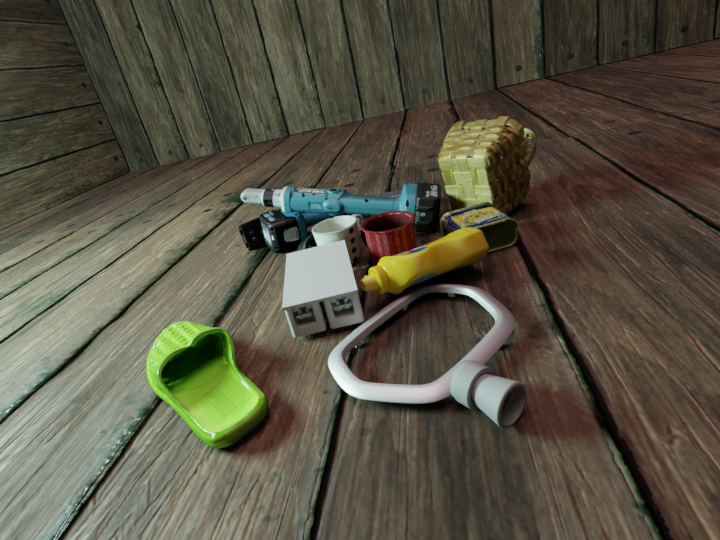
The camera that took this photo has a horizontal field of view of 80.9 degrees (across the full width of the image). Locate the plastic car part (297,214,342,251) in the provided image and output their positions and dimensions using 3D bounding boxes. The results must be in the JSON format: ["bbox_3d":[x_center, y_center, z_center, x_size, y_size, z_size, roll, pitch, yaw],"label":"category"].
[{"bbox_3d":[-0.084,-0.055,0.854,0.114,0.065,0.074,-33,15,-27],"label":"plastic car part"}]

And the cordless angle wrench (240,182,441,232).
[{"bbox_3d":[-0.053,-0.144,0.884,0.433,0.072,0.098,6,32,13],"label":"cordless angle wrench"}]

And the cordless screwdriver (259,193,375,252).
[{"bbox_3d":[-0.091,-0.112,0.951,0.243,0.072,0.168,-22,29,-23],"label":"cordless screwdriver"}]

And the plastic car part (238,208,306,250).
[{"bbox_3d":[-0.195,-0.110,1.023,0.199,0.066,0.068,-27,1,-21],"label":"plastic car part"}]

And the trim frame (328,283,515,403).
[{"bbox_3d":[0.074,0.081,0.527,0.243,0.026,0.194,-35,33,-32],"label":"trim frame"}]
